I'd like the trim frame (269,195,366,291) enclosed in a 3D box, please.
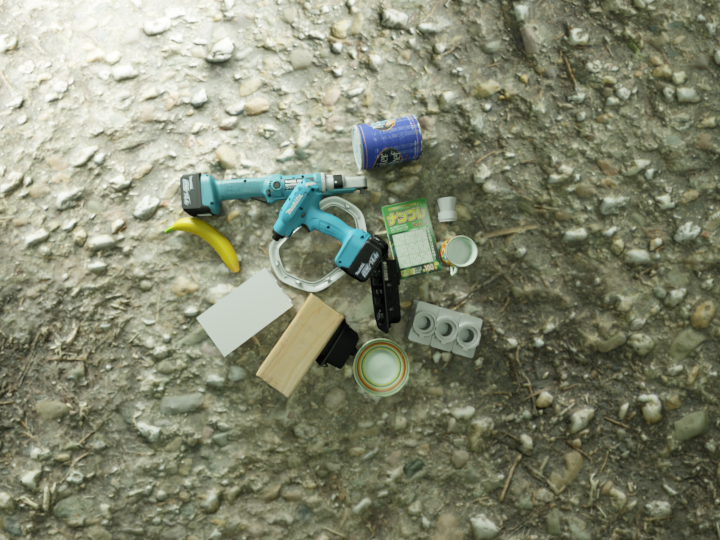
[{"bbox_3d":[-0.097,-0.063,0.990,0.248,0.027,0.186,-38,85,-1],"label":"trim frame"}]

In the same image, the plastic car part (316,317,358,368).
[{"bbox_3d":[-0.044,0.175,0.963,0.069,0.068,0.116,39,83,-16],"label":"plastic car part"}]

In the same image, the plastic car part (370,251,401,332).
[{"bbox_3d":[0.057,0.039,0.973,0.064,0.069,0.204,1,84,-29],"label":"plastic car part"}]

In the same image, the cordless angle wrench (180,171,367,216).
[{"bbox_3d":[-0.194,-0.190,0.980,0.421,0.074,0.098,-5,88,-3],"label":"cordless angle wrench"}]

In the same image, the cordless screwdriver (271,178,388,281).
[{"bbox_3d":[-0.074,-0.069,0.930,0.253,0.073,0.159,39,111,8],"label":"cordless screwdriver"}]
